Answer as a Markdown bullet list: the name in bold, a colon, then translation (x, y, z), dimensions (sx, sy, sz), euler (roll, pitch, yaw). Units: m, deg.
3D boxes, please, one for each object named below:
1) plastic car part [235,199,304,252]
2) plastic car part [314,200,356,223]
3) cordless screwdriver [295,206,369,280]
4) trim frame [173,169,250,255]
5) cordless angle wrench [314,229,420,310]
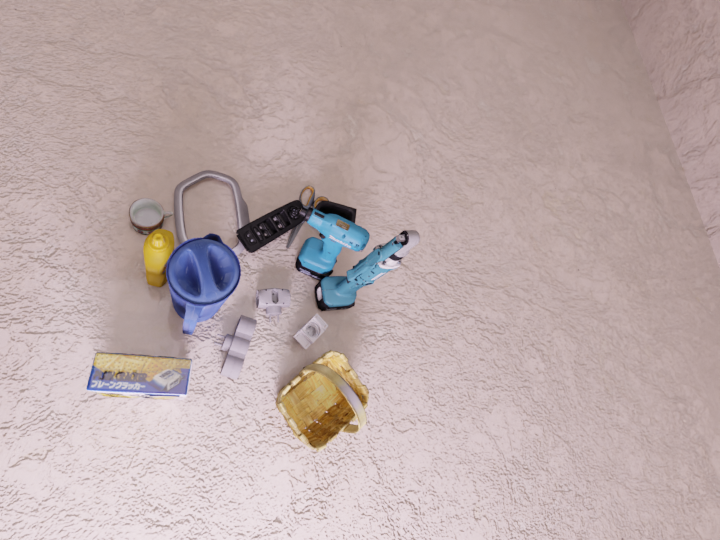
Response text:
- **plastic car part**: translation (-0.222, -0.110, 1.075), dimensions (0.199, 0.068, 0.067), euler (-37, 87, -28)
- **plastic car part**: translation (-0.078, -0.142, 1.137), dimensions (0.113, 0.071, 0.067), euler (15, 66, -15)
- **cordless screwdriver**: translation (-0.097, -0.064, 0.996), dimensions (0.156, 0.251, 0.075), euler (27, 63, -12)
- **trim frame**: translation (-0.369, -0.139, 1.057), dimensions (0.178, 0.028, 0.254), euler (-6, 71, -22)
- **cordless angle wrench**: translation (0.010, 0.004, 0.906), dimensions (0.095, 0.428, 0.076), euler (-2, 73, -25)
